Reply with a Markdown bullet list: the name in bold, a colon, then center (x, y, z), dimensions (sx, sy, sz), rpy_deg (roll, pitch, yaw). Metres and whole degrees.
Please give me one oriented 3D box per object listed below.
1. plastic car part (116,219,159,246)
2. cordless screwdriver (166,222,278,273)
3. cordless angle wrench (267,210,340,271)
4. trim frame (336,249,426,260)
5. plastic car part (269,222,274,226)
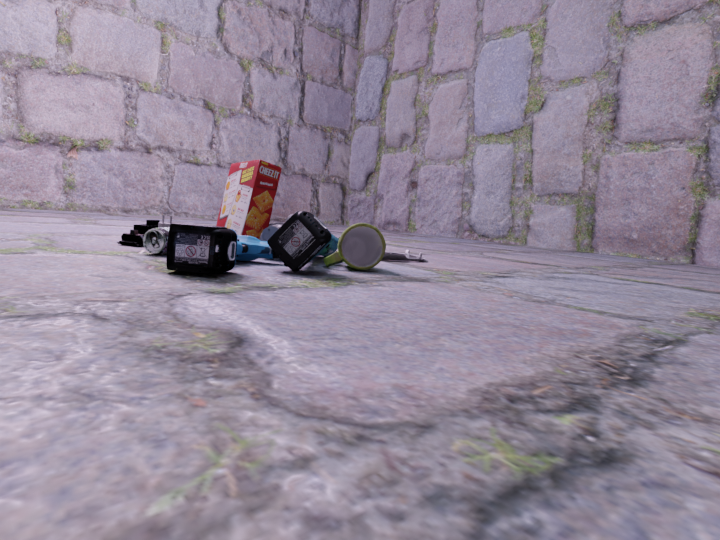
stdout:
- **plastic car part**: center (-0.507, -0.093, 1.052), dimensions (0.068, 0.067, 0.198), rpy_deg (-1, 3, 13)
- **cordless screwdriver**: center (-0.228, -0.038, 0.750), dimensions (0.160, 0.074, 0.248), rpy_deg (5, 3, 1)
- **cordless angle wrench**: center (-0.091, -0.060, 0.931), dimensions (0.075, 0.098, 0.417), rpy_deg (46, 6, 3)
- **trim frame**: center (0.055, -0.047, 1.141), dimensions (0.243, 0.027, 0.190), rpy_deg (4, 8, -15)
- **plastic car part**: center (-0.252, -0.095, 1.160), dimensions (0.063, 0.070, 0.123), rpy_deg (-2, 6, -44)
